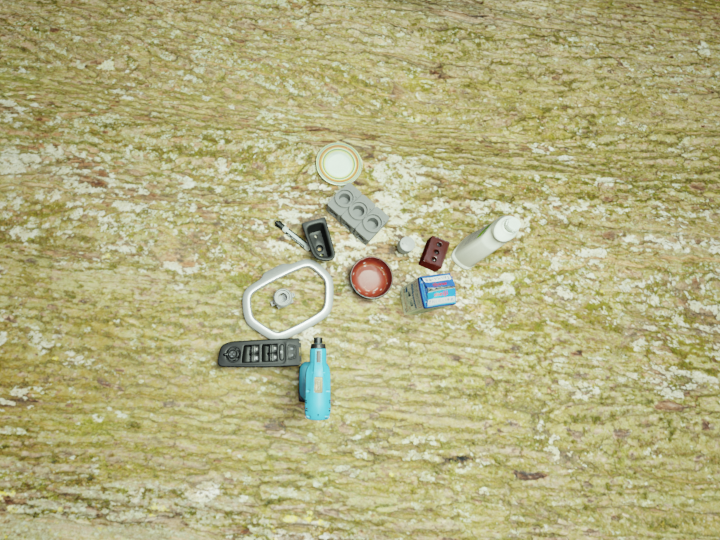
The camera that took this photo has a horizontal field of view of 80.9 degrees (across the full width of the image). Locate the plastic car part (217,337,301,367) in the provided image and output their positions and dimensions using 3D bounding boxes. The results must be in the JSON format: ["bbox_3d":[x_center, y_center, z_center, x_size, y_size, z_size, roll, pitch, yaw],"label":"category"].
[{"bbox_3d":[-0.248,0.205,1.044,0.202,0.066,0.067,-1,78,-4],"label":"plastic car part"}]

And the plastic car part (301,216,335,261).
[{"bbox_3d":[-0.109,-0.072,1.118,0.065,0.070,0.119,-16,79,-9],"label":"plastic car part"}]

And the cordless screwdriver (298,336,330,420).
[{"bbox_3d":[-0.101,0.234,0.951,0.074,0.248,0.161,1,78,-8],"label":"cordless screwdriver"}]

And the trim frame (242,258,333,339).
[{"bbox_3d":[-0.185,0.072,1.100,0.246,0.027,0.188,-28,79,-9],"label":"trim frame"}]
